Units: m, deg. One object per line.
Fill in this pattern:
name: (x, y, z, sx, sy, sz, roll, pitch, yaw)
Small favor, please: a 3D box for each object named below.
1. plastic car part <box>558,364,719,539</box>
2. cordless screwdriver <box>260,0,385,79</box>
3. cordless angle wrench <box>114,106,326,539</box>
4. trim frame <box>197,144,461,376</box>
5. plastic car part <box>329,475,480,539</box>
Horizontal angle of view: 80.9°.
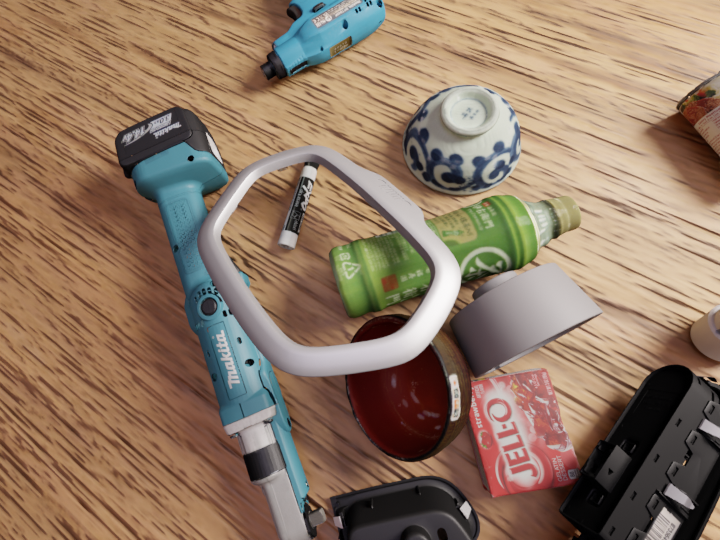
plastic car part: (0.207, 0.147, 0.310, 0.201, 0.065, 0.068, -43, 82, -13)
cordless screwdriver: (-0.101, -0.355, 0.526, 0.159, 0.072, 0.256, -33, 75, -2)
cordless angle wrench: (-0.136, 0.036, 0.412, 0.098, 0.072, 0.435, -24, 73, 0)
trim frame: (-0.035, -0.023, 0.361, 0.182, 0.026, 0.262, -37, 57, -12)
plastic car part: (0.035, 0.205, 0.328, 0.117, 0.069, 0.068, -18, 74, 5)
